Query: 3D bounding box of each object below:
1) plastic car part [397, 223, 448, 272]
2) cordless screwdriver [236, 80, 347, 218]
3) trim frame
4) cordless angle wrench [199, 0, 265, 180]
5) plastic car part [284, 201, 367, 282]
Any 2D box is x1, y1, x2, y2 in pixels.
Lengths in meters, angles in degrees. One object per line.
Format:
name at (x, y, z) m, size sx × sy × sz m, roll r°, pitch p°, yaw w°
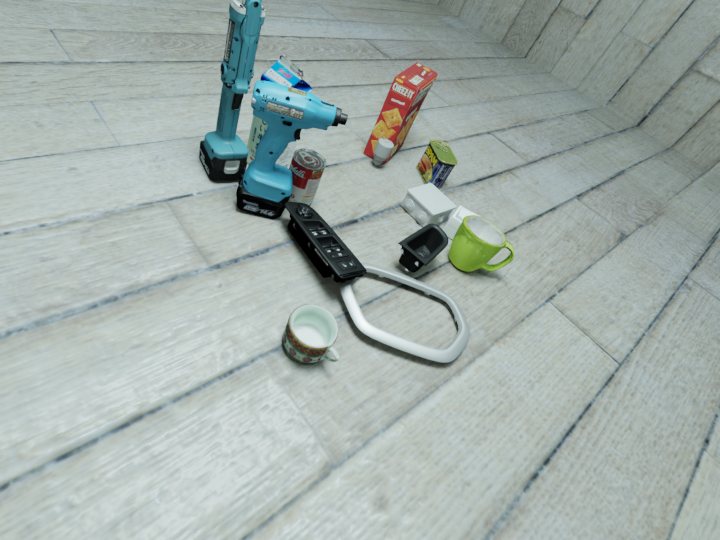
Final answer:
plastic car part at (0.119, -0.036, 0.827) m, size 0.068 × 0.070 × 0.113 m, roll 42°, pitch 45°, yaw 16°
cordless screwdriver at (-0.133, -0.204, 0.758) m, size 0.155 × 0.247 × 0.077 m, roll 13°, pitch 45°, yaw -15°
trim frame at (0.079, 0.067, 0.740) m, size 0.246 × 0.027 × 0.188 m, roll 18°, pitch 43°, yaw -6°
cordless angle wrench at (-0.215, -0.346, 0.737) m, size 0.071 × 0.420 × 0.102 m, roll -10°, pitch 55°, yaw -34°
plastic car part at (-0.074, -0.049, 0.761) m, size 0.064 × 0.066 × 0.212 m, roll -14°, pitch 55°, yaw -35°
